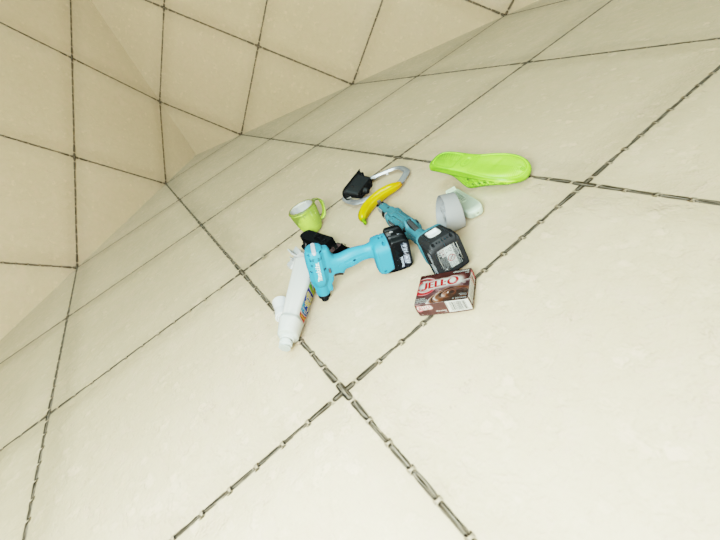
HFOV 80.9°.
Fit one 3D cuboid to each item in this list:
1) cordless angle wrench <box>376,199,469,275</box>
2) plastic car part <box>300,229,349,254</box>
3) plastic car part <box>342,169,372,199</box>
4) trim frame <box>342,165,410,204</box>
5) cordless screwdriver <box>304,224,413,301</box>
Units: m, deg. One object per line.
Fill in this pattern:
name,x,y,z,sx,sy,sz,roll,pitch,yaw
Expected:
cordless angle wrench,0.125,-0.109,1.081,0.074,0.094,0.441,-31,28,-3
plastic car part,-0.124,-0.081,1.264,0.066,0.064,0.214,-48,33,-16
plastic car part,0.000,-0.272,1.392,0.074,0.063,0.116,13,53,31
trim frame,0.051,-0.289,1.438,0.252,0.026,0.190,-23,33,14
cordless screwdriver,-0.003,-0.012,1.024,0.249,0.153,0.077,-13,33,-1
